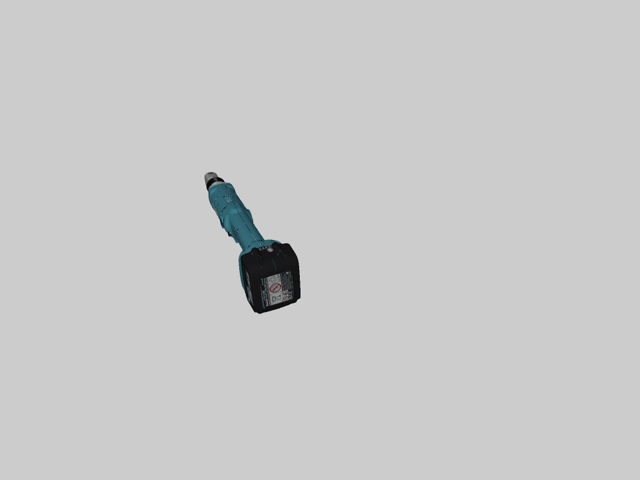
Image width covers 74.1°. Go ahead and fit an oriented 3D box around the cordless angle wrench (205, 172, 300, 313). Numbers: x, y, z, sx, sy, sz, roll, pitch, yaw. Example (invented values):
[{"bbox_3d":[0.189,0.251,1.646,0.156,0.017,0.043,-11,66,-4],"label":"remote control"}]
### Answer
[{"bbox_3d":[-0.151,-0.035,0.759,0.074,0.098,0.422,-15,36,-20],"label":"cordless angle wrench"}]
